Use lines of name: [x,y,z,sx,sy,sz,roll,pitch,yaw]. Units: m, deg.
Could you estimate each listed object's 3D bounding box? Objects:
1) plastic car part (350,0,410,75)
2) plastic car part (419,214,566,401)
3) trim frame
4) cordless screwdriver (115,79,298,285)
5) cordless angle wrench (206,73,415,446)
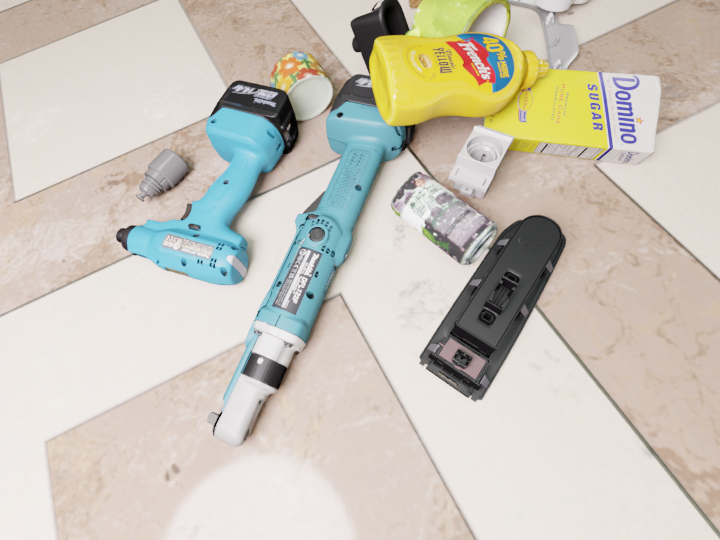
plastic car part: [0.026,-0.302,0.566,0.074,0.110,0.066,6,62,34]
plastic car part: [0.136,0.018,0.410,0.069,0.064,0.202,29,68,25]
trim frame: [0.197,-0.315,0.588,0.187,0.026,0.253,4,62,9]
cordless screwdriver: [-0.179,-0.112,0.512,0.163,0.072,0.251,13,69,13]
cordless angle wrench: [-0.044,-0.029,0.454,0.101,0.072,0.426,17,69,13]
